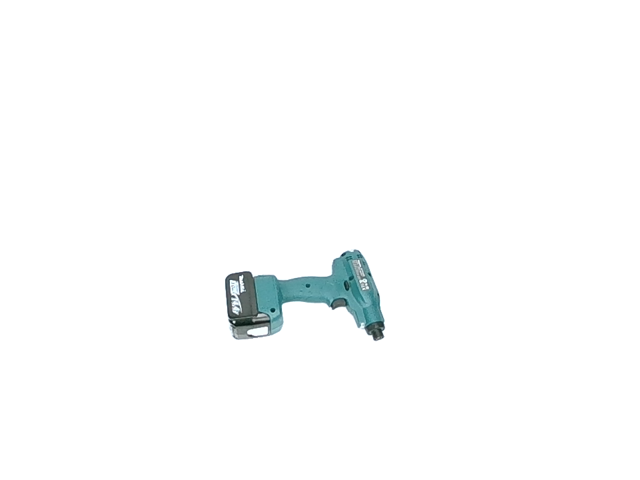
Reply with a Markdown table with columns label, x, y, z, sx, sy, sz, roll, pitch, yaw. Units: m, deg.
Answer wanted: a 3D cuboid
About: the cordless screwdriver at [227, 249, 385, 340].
| label | x | y | z | sx | sy | sz | roll | pitch | yaw |
| --- | --- | --- | --- | --- | --- | --- | --- | --- | --- |
| cordless screwdriver | -0.022 | 0.108 | 0.690 | 0.248 | 0.159 | 0.074 | -10 | -34 | -13 |
